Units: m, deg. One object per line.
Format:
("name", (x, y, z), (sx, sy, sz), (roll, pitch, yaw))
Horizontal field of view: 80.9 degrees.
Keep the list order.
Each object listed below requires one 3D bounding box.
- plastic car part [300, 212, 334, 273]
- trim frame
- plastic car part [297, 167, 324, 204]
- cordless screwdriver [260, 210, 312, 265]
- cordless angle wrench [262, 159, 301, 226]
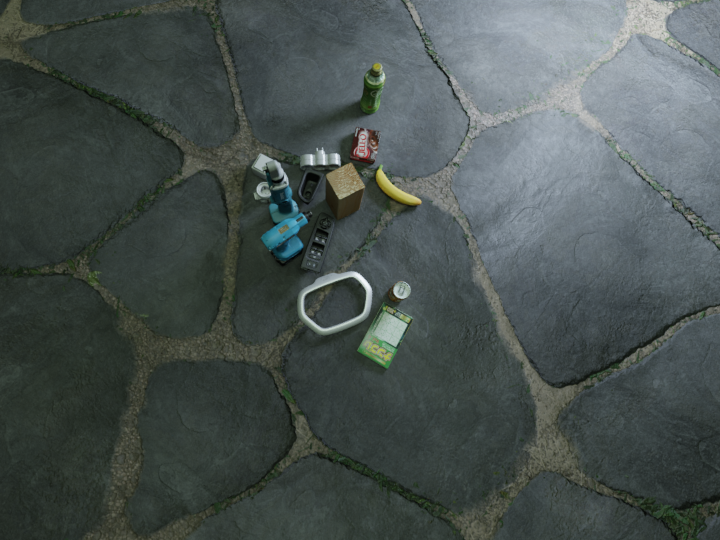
("plastic car part", (-0.134, -0.088, 1.373), (0.067, 0.066, 0.204), (16, 77, 1))
("trim frame", (-0.081, 0.100, 1.348), (0.247, 0.027, 0.188), (-22, 77, -5))
("plastic car part", (-0.173, -0.272, 1.416), (0.066, 0.070, 0.117), (19, 78, 1))
("cordless screwdriver", (-0.213, -0.099, 1.285), (0.158, 0.246, 0.075), (-35, 84, -10))
("cordless angle wrench", (-0.231, -0.220, 1.226), (0.097, 0.419, 0.075), (-19, 82, -8))
